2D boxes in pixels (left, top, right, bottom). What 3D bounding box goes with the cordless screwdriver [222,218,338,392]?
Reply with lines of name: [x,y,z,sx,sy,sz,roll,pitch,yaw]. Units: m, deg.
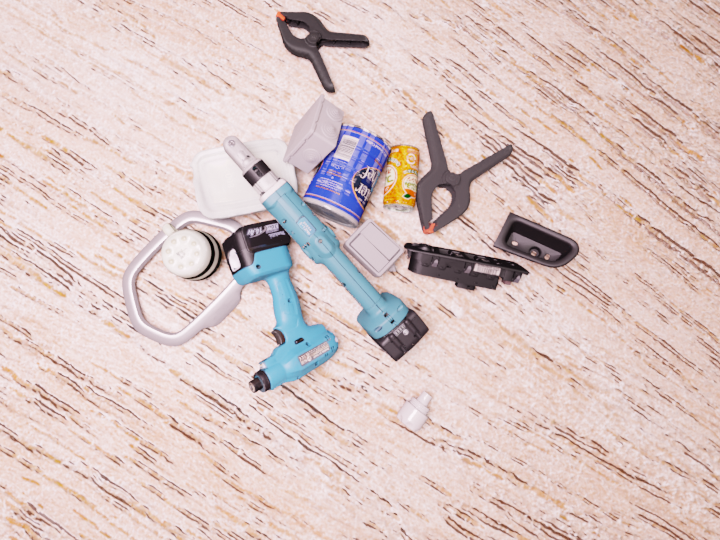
cordless screwdriver: [-0.144,0.052,0.661,0.154,0.076,0.250,-22,86,-40]

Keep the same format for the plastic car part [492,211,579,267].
plastic car part: [0.288,-0.039,0.704,0.120,0.068,0.066,27,86,16]

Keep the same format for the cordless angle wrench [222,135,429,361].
cordless angle wrench: [-0.064,-0.042,0.655,0.074,0.099,0.418,-42,96,-7]

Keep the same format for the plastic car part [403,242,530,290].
plastic car part: [0.166,-0.006,0.711,0.203,0.067,0.066,15,112,-1]

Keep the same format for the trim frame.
trim frame: [-0.291,0.011,0.721,0.186,0.027,0.248,43,84,4]
